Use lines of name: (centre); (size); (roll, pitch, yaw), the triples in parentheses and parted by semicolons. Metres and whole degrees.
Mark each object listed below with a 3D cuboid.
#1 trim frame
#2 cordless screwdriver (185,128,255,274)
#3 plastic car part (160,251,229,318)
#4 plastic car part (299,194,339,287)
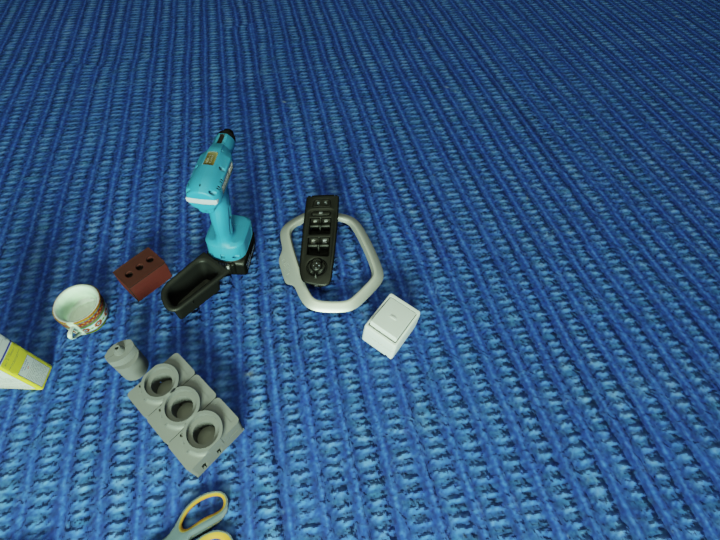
trim frame: (-0.063, -0.025, 0.812); (0.181, 0.027, 0.260); (-16, 56, -12)
cordless screwdriver: (-0.234, -0.111, 0.740); (0.074, 0.242, 0.163); (6, 55, -1)
plastic car part: (-0.291, 0.037, 0.739); (0.068, 0.069, 0.115); (33, 60, 18)
plastic car part: (-0.079, -0.052, 0.807); (0.066, 0.065, 0.208); (3, 54, -1)
